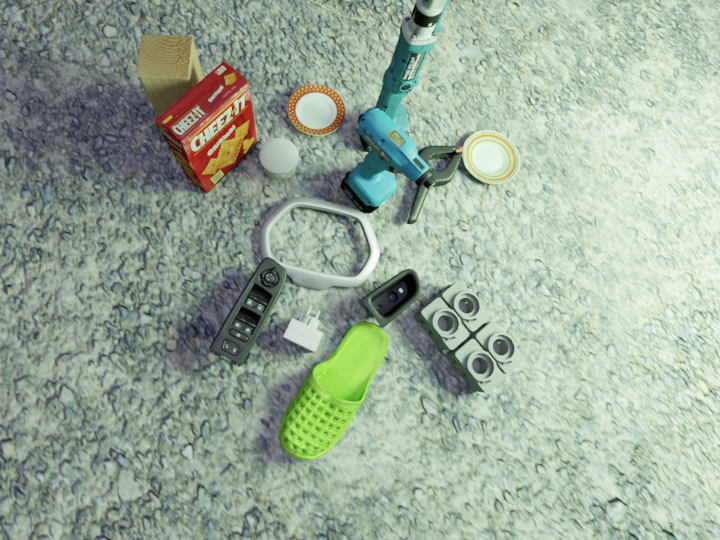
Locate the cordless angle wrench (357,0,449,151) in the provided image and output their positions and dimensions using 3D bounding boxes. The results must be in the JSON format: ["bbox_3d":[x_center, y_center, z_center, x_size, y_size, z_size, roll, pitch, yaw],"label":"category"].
[{"bbox_3d":[0.074,-0.345,0.746,0.097,0.421,0.075,-11,80,-12],"label":"cordless angle wrench"}]

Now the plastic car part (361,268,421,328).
[{"bbox_3d":[0.061,0.052,0.816,0.115,0.070,0.067,-36,83,-13],"label":"plastic car part"}]

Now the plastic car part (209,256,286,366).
[{"bbox_3d":[-0.201,0.074,0.792,0.066,0.067,0.203,26,74,0],"label":"plastic car part"}]

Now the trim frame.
[{"bbox_3d":[-0.084,-0.055,0.857,0.248,0.027,0.186,12,74,-1],"label":"trim frame"}]

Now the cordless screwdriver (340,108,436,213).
[{"bbox_3d":[0.046,-0.175,0.786,0.074,0.248,0.161,-39,85,-15],"label":"cordless screwdriver"}]
